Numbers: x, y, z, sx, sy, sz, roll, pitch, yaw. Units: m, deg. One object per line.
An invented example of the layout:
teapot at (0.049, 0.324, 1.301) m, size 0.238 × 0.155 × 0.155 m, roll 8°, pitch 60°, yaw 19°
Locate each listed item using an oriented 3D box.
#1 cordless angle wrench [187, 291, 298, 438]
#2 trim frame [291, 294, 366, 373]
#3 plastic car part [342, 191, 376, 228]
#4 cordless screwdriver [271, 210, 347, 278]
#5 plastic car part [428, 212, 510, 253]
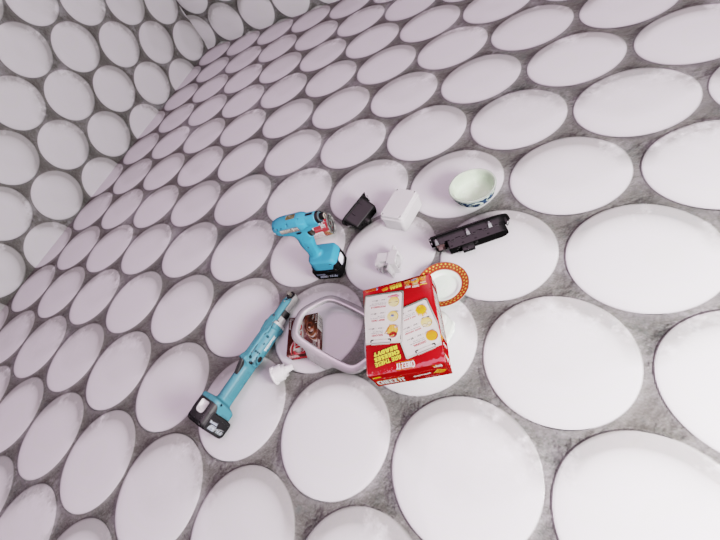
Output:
cordless angle wrench at (-0.292, 0.233, 1.146) m, size 0.078 × 0.093 × 0.422 m, roll 12°, pitch 59°, yaw 37°
trim frame at (-0.061, 0.158, 1.069) m, size 0.260 × 0.026 × 0.183 m, roll 23°, pitch 63°, yaw 27°
plastic car part at (0.006, -0.170, 1.302) m, size 0.074 × 0.063 × 0.116 m, roll 30°, pitch 77°, yaw 28°
cordless screwdriver at (-0.114, -0.074, 1.165) m, size 0.165 × 0.235 × 0.076 m, roll -9°, pitch 50°, yaw 30°
plastic car part at (0.281, -0.087, 1.066) m, size 0.206 × 0.063 × 0.070 m, roll -23°, pitch 56°, yaw 14°
